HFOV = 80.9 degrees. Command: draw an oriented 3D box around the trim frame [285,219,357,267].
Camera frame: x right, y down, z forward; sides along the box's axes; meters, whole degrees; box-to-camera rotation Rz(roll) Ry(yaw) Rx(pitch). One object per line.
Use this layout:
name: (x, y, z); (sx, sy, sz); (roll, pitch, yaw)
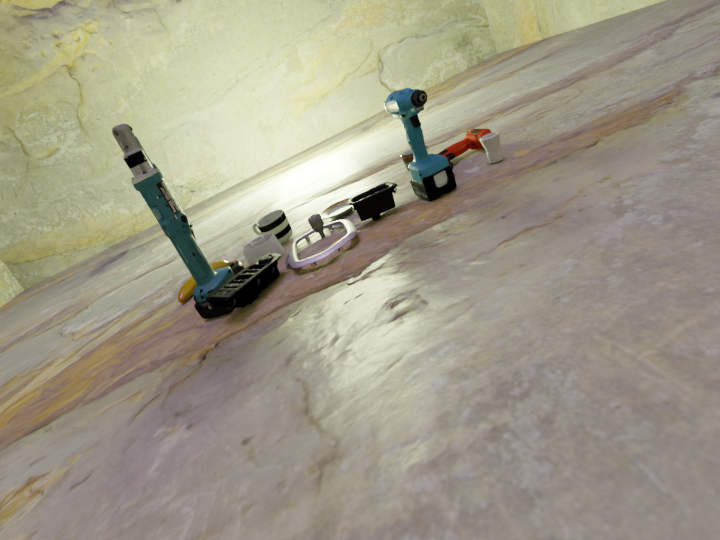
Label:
trim frame: (-0.097, -0.063, 0.990); (0.184, 0.027, 0.256); (-26, 23, -1)

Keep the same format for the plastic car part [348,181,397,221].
plastic car part: (0.034, -0.155, 0.996); (0.116, 0.069, 0.068); (-29, 21, -7)

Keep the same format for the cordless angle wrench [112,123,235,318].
cordless angle wrench: (-0.376, -0.096, 0.859); (0.076, 0.410, 0.098); (-17, 20, 23)

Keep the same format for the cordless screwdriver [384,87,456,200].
cordless screwdriver: (0.137, -0.276, 0.923); (0.074, 0.241, 0.165); (-28, 20, -7)

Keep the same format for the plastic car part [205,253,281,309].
plastic car part: (-0.227, 0.025, 0.887); (0.069, 0.065, 0.202); (-12, 26, 33)
